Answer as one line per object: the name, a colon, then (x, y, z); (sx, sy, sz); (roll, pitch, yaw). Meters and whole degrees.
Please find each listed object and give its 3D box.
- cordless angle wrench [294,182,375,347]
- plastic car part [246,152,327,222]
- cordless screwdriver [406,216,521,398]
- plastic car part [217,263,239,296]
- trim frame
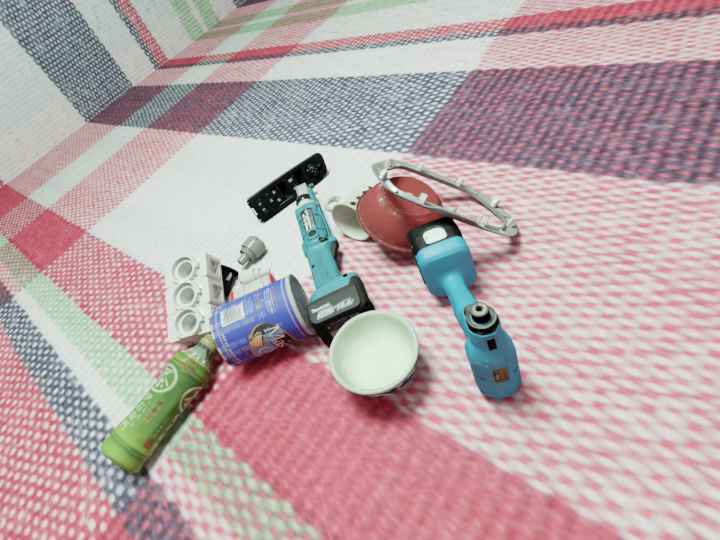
cordless angle wrench: (-0.077, -0.050, 0.784); (0.098, 0.070, 0.443); (-26, 41, 3)
plastic car part: (-0.165, -0.194, 0.971); (0.202, 0.064, 0.069); (-36, 18, -5)
cordless screwdriver: (0.127, 0.022, 0.547); (0.075, 0.151, 0.259); (-22, 42, 7)
plastic car part: (-0.307, 0.029, 0.843); (0.120, 0.062, 0.072); (-2, 64, 22)
trim frame: (0.134, -0.121, 0.664); (0.246, 0.027, 0.188); (20, 32, -7)
